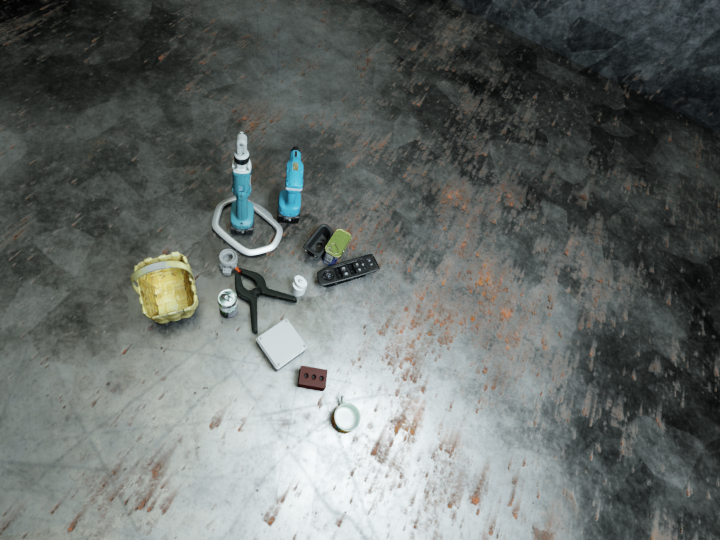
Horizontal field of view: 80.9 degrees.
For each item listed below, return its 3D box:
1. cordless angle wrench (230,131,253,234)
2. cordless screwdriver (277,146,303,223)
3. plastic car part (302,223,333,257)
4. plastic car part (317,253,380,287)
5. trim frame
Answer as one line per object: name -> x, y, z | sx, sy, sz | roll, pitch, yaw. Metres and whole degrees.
cordless angle wrench -> -0.345, -0.240, 1.228 | 0.073, 0.419, 0.101 | 2, 64, -14
cordless screwdriver -> -0.222, -0.268, 1.363 | 0.073, 0.246, 0.163 | 5, 63, -13
plastic car part -> -0.135, -0.088, 1.382 | 0.067, 0.070, 0.116 | 31, 61, 4
plastic car part -> -0.046, 0.007, 1.349 | 0.198, 0.066, 0.068 | -15, 68, -17
trim frame -> -0.374, -0.150, 1.399 | 0.253, 0.027, 0.183 | 36, 62, 10
